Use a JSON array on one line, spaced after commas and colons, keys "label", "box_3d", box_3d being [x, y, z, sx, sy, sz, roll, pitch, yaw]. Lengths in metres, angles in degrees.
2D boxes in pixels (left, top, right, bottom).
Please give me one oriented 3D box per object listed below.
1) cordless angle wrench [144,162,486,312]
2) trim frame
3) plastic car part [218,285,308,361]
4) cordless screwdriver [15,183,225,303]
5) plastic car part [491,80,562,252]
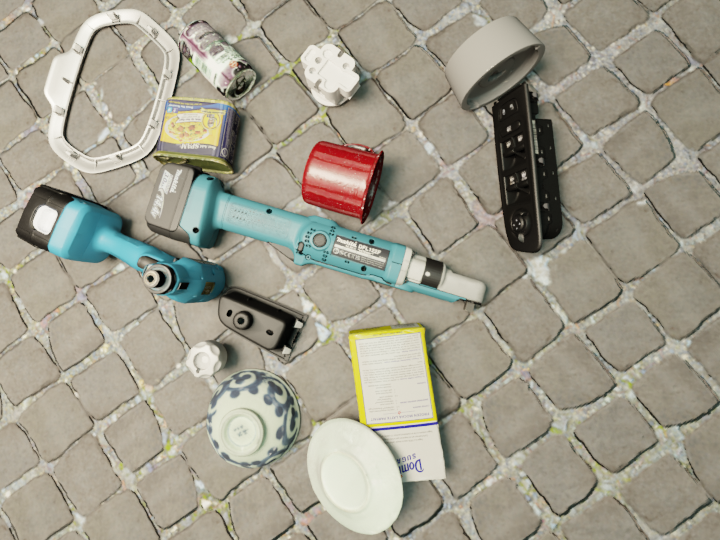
[{"label": "cordless angle wrench", "box_3d": [-0.052, -0.034, 0.533, 0.427, 0.073, 0.098, 17, 87, 4]}, {"label": "trim frame", "box_3d": [-0.358, -0.259, 0.604, 0.187, 0.027, 0.249, 14, 88, 7]}, {"label": "plastic car part", "box_3d": [-0.133, 0.064, 0.528, 0.117, 0.070, 0.066, 25, 86, 3]}, {"label": "cordless screwdriver", "box_3d": [-0.296, -0.027, 0.509, 0.253, 0.157, 0.074, 23, 88, 7]}, {"label": "plastic car part", "box_3d": [0.208, -0.121, 0.524, 0.065, 0.068, 0.204, 3, 83, -23]}]
